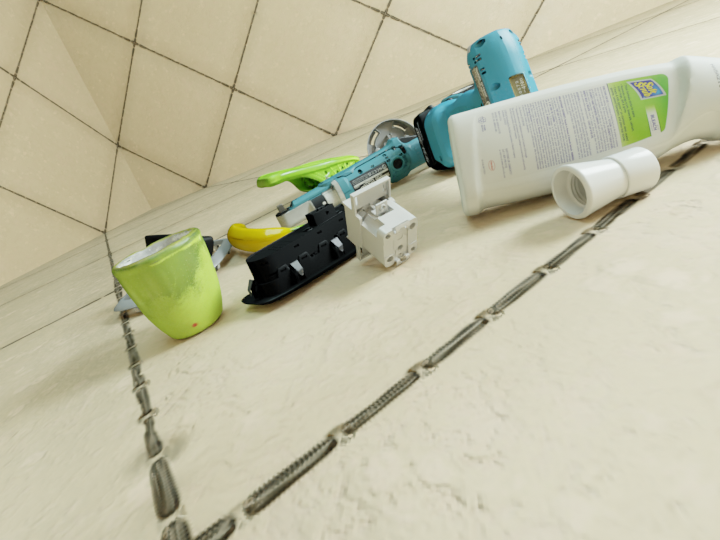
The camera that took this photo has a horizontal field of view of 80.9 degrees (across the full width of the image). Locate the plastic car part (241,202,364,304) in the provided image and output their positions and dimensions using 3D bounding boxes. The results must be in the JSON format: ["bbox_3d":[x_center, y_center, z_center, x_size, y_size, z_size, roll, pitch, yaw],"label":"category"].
[{"bbox_3d":[-0.045,-0.029,0.461,0.199,0.064,0.070,-38,31,-29],"label":"plastic car part"}]

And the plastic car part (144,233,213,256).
[{"bbox_3d":[-0.260,-0.029,0.631,0.122,0.065,0.068,-2,13,38],"label":"plastic car part"}]

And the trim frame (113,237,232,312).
[{"bbox_3d":[-0.295,0.002,0.687,0.185,0.027,0.254,-20,22,5],"label":"trim frame"}]

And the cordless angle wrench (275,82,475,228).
[{"bbox_3d":[0.051,-0.179,0.698,0.420,0.095,0.077,-31,19,-9],"label":"cordless angle wrench"}]

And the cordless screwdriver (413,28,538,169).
[{"bbox_3d":[0.151,-0.178,0.548,0.074,0.159,0.251,-20,4,-5],"label":"cordless screwdriver"}]
